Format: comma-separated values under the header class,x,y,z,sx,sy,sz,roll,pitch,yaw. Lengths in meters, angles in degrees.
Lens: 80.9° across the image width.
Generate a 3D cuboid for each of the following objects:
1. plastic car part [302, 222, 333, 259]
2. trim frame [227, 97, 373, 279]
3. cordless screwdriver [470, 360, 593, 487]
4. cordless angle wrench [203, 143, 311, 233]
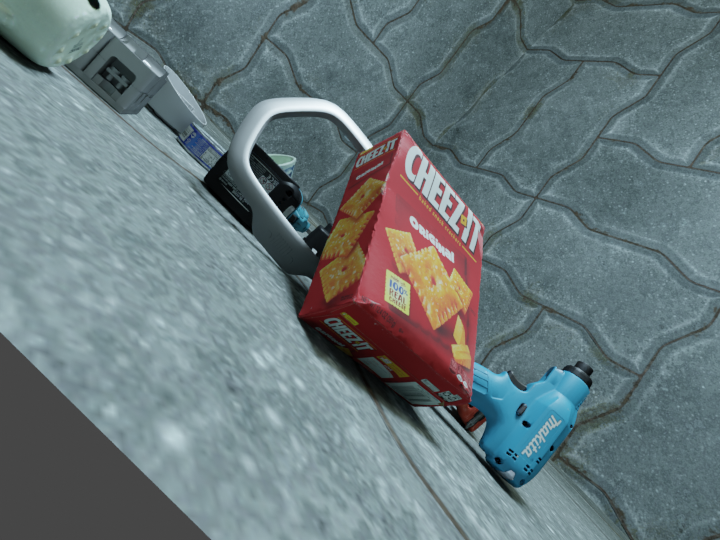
class,x,y,z,sx,sy,sz,roll,pitch,yaw
plastic car part,-0.064,-0.042,0.650,0.065,0.071,0.117,43,0,-6
trim frame,-0.035,-0.079,0.465,0.242,0.182,0.028,51,-29,-15
cordless screwdriver,0.133,0.096,0.496,0.256,0.158,0.072,43,-14,15
cordless angle wrench,-0.123,-0.098,0.673,0.099,0.074,0.420,45,0,1
